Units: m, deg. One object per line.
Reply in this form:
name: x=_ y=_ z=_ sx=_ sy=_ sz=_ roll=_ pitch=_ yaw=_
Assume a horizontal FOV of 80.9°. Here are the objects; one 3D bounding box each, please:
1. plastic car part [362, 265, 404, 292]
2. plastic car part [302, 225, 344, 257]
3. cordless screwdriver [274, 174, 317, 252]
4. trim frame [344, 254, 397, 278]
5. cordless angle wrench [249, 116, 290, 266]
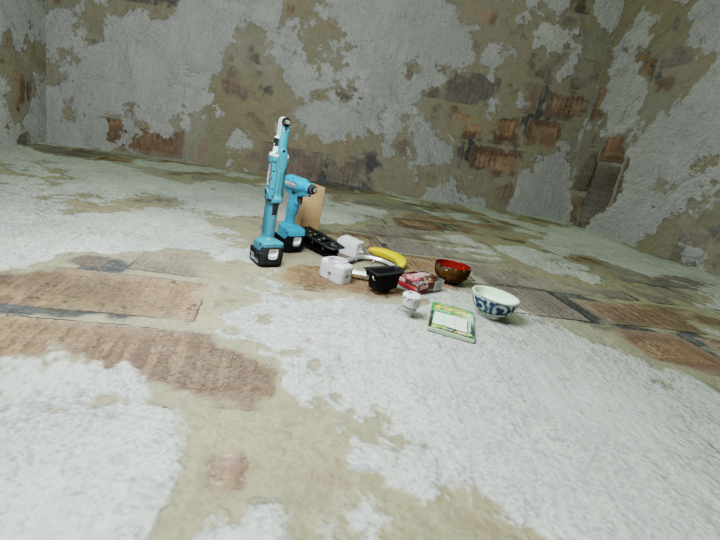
plastic car part: x=0.068 y=0.027 z=1.173 sx=0.112 sy=0.070 sz=0.070 roll=-1 pitch=20 yaw=-31
plastic car part: x=-0.141 y=-0.092 z=1.439 sx=0.063 sy=0.066 sz=0.215 roll=-6 pitch=24 yaw=-44
cordless screwdriver: x=-0.209 y=-0.180 z=1.380 sx=0.071 sy=0.246 sz=0.169 roll=-3 pitch=21 yaw=-41
trim frame: x=0.023 y=-0.013 z=1.344 sx=0.192 sy=0.027 sz=0.241 roll=18 pitch=19 yaw=24
cordless angle wrench: x=-0.246 y=-0.221 z=1.207 sx=0.071 sy=0.418 sz=0.103 roll=0 pitch=19 yaw=-34
